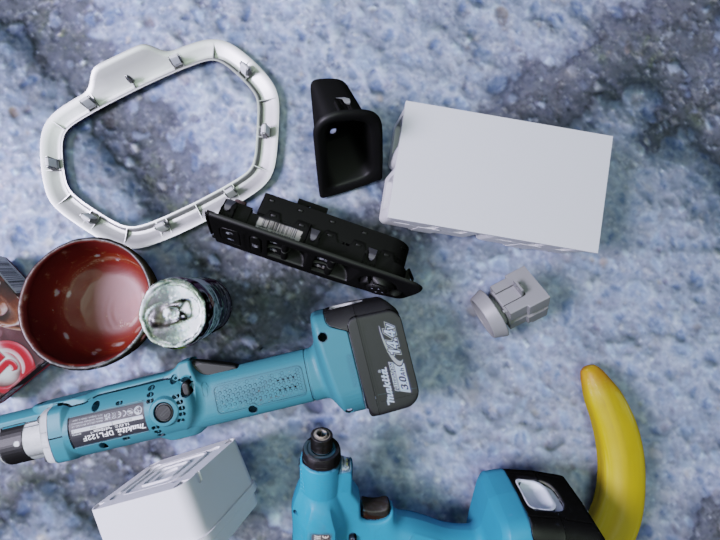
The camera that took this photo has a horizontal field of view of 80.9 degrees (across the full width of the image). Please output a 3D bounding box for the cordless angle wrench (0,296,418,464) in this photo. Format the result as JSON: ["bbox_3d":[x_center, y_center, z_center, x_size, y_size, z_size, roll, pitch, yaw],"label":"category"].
[{"bbox_3d":[-0.167,0.118,0.383,0.423,0.074,0.098,-14,88,1],"label":"cordless angle wrench"}]

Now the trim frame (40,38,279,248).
[{"bbox_3d":[-0.197,-0.129,0.417,0.248,0.027,0.185,-27,87,-1],"label":"trim frame"}]

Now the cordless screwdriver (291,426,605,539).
[{"bbox_3d":[0.065,0.208,0.361,0.249,0.075,0.156,1,106,1],"label":"cordless screwdriver"}]

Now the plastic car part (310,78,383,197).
[{"bbox_3d":[-0.020,-0.128,0.384,0.066,0.113,0.073,-19,67,-5],"label":"plastic car part"}]

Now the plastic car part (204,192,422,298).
[{"bbox_3d":[-0.039,-0.026,0.400,0.203,0.065,0.067,22,61,1],"label":"plastic car part"}]
